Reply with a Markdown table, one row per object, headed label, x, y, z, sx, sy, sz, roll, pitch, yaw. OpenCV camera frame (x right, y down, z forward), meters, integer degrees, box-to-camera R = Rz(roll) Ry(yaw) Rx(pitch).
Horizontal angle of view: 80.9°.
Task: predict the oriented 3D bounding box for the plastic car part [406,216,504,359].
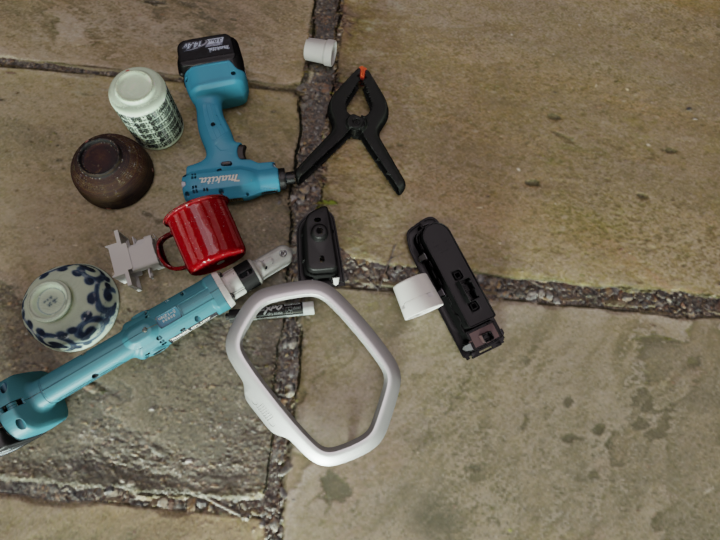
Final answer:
| label | x | y | z | sx | sy | sz | roll | pitch | yaw |
| --- | --- | --- | --- | --- | --- | --- | --- | --- | --- |
| plastic car part | 0.127 | 0.016 | 0.579 | 0.066 | 0.065 | 0.208 | -25 | 74 | -3 |

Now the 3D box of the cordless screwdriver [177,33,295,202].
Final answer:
| label | x | y | z | sx | sy | sz | roll | pitch | yaw |
| --- | --- | --- | --- | --- | --- | --- | --- | --- | --- |
| cordless screwdriver | -0.189 | -0.223 | 0.632 | 0.158 | 0.074 | 0.252 | -8 | 79 | -5 |

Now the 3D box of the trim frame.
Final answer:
| label | x | y | z | sx | sy | sz | roll | pitch | yaw |
| --- | --- | --- | --- | --- | --- | --- | --- | --- | --- |
| trim frame | -0.062 | 0.127 | 0.547 | 0.183 | 0.027 | 0.250 | -41 | 86 | -9 |

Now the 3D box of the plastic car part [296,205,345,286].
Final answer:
| label | x | y | z | sx | sy | sz | roll | pitch | yaw |
| --- | --- | --- | --- | --- | --- | --- | --- | --- | --- |
| plastic car part | -0.057 | -0.037 | 0.582 | 0.065 | 0.070 | 0.118 | -5 | 78 | -7 |

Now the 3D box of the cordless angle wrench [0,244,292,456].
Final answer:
| label | x | y | z | sx | sy | sz | roll | pitch | yaw |
| --- | --- | --- | --- | --- | --- | --- | --- | --- | --- |
| cordless angle wrench | -0.269 | 0.080 | 0.537 | 0.418 | 0.098 | 0.075 | -32 | 84 | -13 |
